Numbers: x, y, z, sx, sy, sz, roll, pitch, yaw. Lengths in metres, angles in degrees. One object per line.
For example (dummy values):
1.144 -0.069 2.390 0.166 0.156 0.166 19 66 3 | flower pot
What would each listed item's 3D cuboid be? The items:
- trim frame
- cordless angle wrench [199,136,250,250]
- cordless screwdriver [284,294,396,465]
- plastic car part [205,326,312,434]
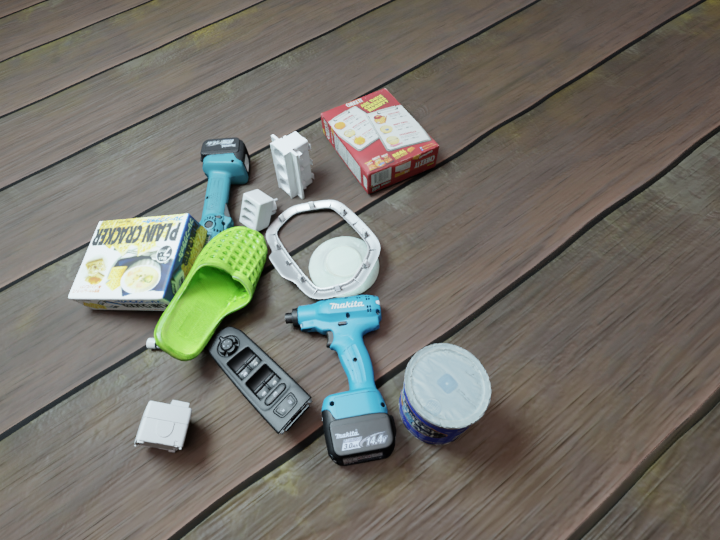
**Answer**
-0.076 -0.050 0.779 0.182 0.026 0.262 -33 54 -10 | trim frame
-0.282 -0.076 0.816 0.099 0.072 0.435 -4 60 3 | cordless angle wrench
-0.035 0.154 0.643 0.160 0.071 0.257 -8 54 1 | cordless screwdriver
-0.159 0.161 0.652 0.213 0.064 0.066 35 74 28 | plastic car part
